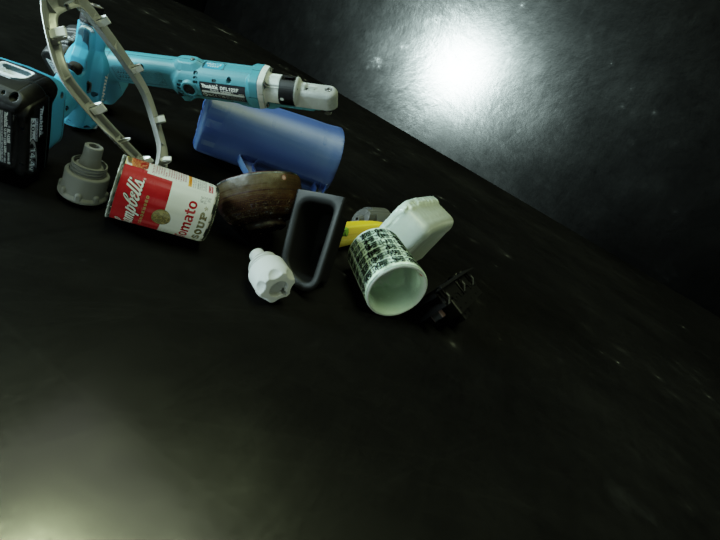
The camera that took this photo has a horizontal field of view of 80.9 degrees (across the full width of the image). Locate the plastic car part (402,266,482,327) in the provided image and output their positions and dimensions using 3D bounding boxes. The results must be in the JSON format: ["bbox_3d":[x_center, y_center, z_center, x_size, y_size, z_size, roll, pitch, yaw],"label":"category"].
[{"bbox_3d":[0.136,0.038,0.618,0.069,0.067,0.197,45,27,10],"label":"plastic car part"}]

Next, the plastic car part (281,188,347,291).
[{"bbox_3d":[-0.051,-0.033,0.522,0.069,0.116,0.068,14,0,24],"label":"plastic car part"}]

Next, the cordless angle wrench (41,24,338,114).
[{"bbox_3d":[-0.241,-0.278,0.616,0.429,0.095,0.075,10,58,7],"label":"cordless angle wrench"}]

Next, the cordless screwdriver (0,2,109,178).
[{"bbox_3d":[-0.350,-0.214,0.477,0.072,0.158,0.258,18,28,-20],"label":"cordless screwdriver"}]

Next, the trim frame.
[{"bbox_3d":[-0.283,-0.208,0.499,0.027,0.241,0.190,-13,69,-3],"label":"trim frame"}]
